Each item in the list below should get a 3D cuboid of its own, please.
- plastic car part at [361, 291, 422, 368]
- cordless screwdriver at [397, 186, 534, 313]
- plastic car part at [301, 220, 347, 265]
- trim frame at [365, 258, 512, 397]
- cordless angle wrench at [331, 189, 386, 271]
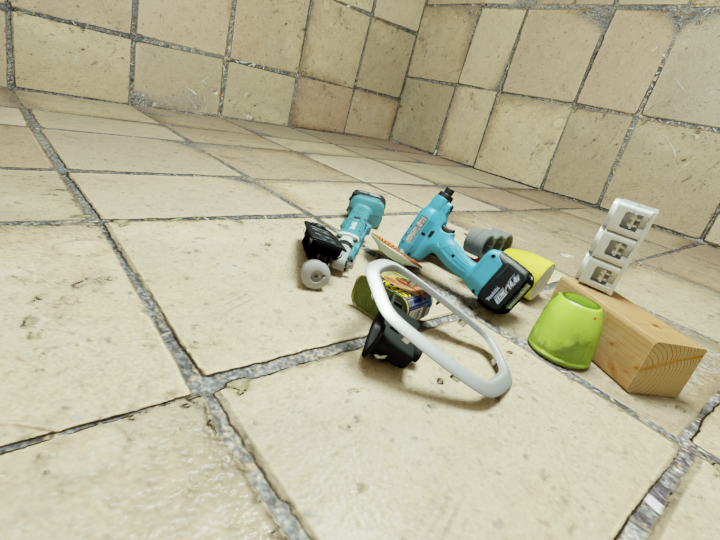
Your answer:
[{"bbox_3d":[0.048,0.092,0.564,0.071,0.066,0.117,29,25,-2],"label":"plastic car part"},{"bbox_3d":[0.203,-0.043,0.796,0.262,0.159,0.070,40,11,33],"label":"cordless screwdriver"},{"bbox_3d":[-0.078,-0.051,0.802,0.065,0.066,0.209,13,16,-15],"label":"plastic car part"},{"bbox_3d":[0.105,0.072,0.576,0.249,0.027,0.184,35,27,0],"label":"trim frame"},{"bbox_3d":[-0.012,-0.094,0.952,0.099,0.073,0.425,15,25,3],"label":"cordless angle wrench"}]
